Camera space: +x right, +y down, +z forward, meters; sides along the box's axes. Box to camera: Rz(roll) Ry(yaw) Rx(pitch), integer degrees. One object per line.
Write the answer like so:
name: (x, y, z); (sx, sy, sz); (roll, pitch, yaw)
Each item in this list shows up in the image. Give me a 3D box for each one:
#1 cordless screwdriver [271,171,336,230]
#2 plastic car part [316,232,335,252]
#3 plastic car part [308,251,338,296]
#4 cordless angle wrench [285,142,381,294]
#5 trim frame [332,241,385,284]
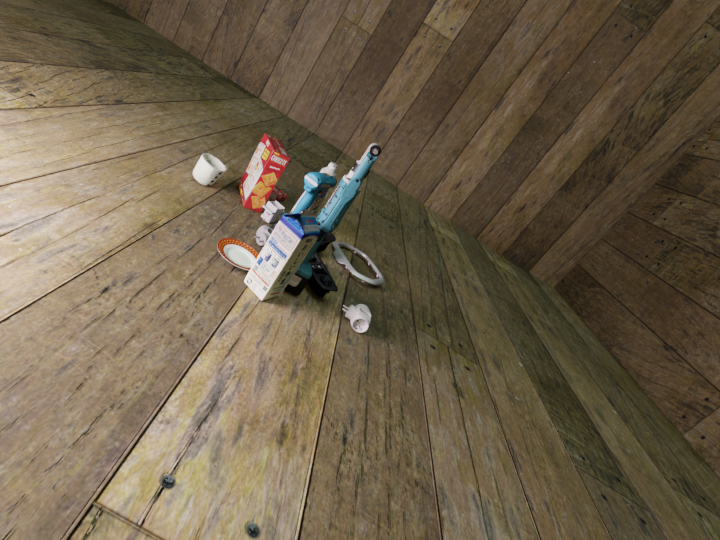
cordless screwdriver: (-0.165, -0.189, 1.286); (0.076, 0.249, 0.155); (40, 22, 12)
plastic car part: (-0.133, -0.087, 1.358); (0.068, 0.071, 0.112); (42, 22, 17)
plastic car part: (-0.136, -0.002, 1.176); (0.063, 0.067, 0.214); (12, 30, -46)
cordless angle wrench: (-0.077, -0.126, 1.033); (0.072, 0.423, 0.101); (29, 22, -17)
trim frame: (-0.011, -0.026, 1.461); (0.175, 0.027, 0.261); (18, 26, -35)
